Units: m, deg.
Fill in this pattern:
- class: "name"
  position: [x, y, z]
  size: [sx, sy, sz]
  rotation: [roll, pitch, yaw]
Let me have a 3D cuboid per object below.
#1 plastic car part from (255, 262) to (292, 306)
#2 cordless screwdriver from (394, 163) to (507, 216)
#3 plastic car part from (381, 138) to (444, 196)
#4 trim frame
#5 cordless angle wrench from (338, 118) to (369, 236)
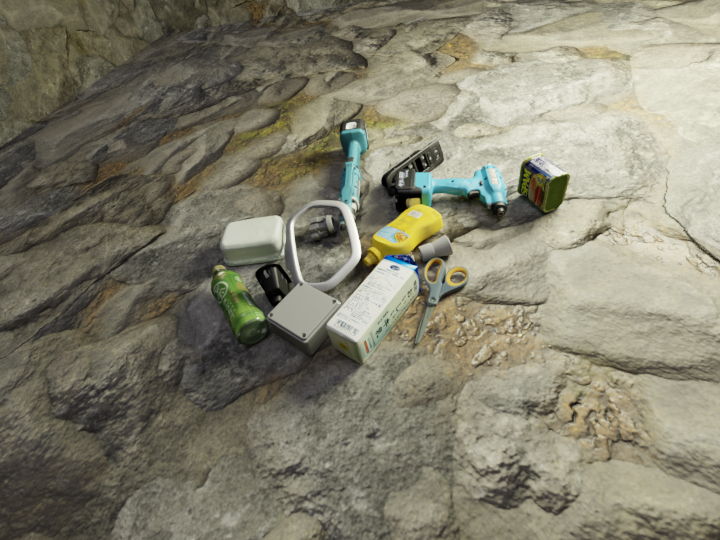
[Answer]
- class: "plastic car part"
  position: [-0.177, 0.039, 0.878]
  size: [0.066, 0.113, 0.073]
  rotation: [-18, 68, -3]
- class: "cordless screwdriver"
  position: [0.207, -0.177, 0.985]
  size: [0.253, 0.071, 0.163]
  rotation: [-3, 46, 10]
- class: "plastic car part"
  position: [0.128, -0.269, 1.106]
  size: [0.200, 0.063, 0.071]
  rotation: [-41, 39, -22]
- class: "trim frame"
  position: [-0.094, -0.061, 0.958]
  size: [0.187, 0.026, 0.258]
  rotation: [-22, 57, 12]
- class: "cordless angle wrench"
  position: [-0.025, -0.249, 1.125]
  size: [0.076, 0.093, 0.434]
  rotation: [-6, 50, 10]
